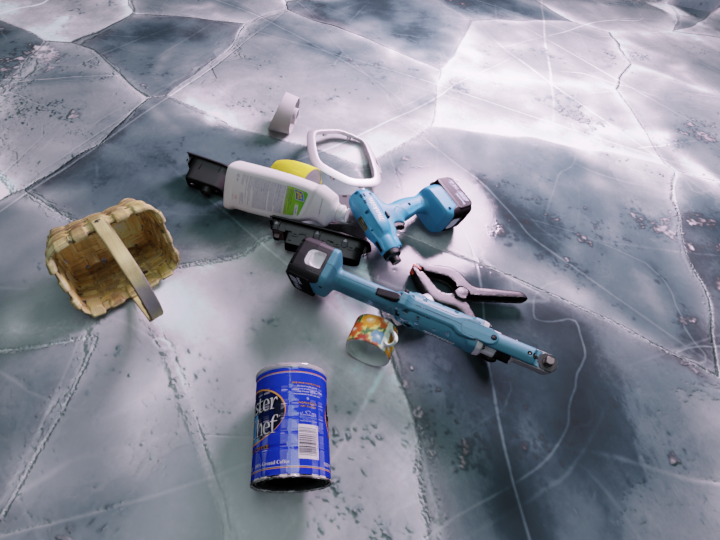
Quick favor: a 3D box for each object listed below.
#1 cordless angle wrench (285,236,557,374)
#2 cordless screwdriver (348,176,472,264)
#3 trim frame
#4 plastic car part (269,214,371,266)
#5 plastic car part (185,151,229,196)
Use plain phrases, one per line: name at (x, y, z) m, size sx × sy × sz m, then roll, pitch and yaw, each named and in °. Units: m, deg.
cordless angle wrench at (0.083, 0.062, 0.672) m, size 0.438 × 0.094 × 0.074 m, roll 22°, pitch 69°, yaw 18°
cordless screwdriver at (0.111, -0.100, 0.831) m, size 0.240 × 0.074 × 0.165 m, roll -14°, pitch 62°, yaw -29°
trim frame at (-0.036, -0.264, 0.977) m, size 0.179 × 0.027 × 0.259 m, roll 6°, pitch 40°, yaw -17°
plastic car part at (-0.079, -0.052, 0.806) m, size 0.204 × 0.065 × 0.068 m, roll 11°, pitch 61°, yaw 2°
plastic car part at (-0.323, -0.193, 0.899) m, size 0.118 × 0.065 × 0.071 m, roll 21°, pitch 67°, yaw 5°
